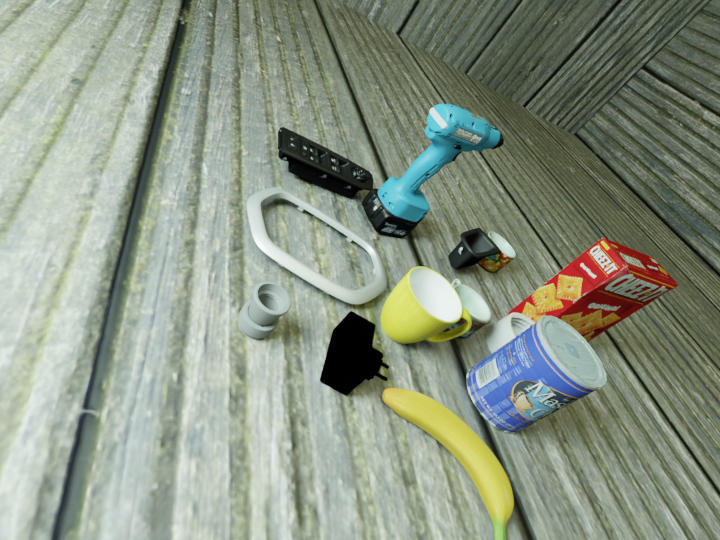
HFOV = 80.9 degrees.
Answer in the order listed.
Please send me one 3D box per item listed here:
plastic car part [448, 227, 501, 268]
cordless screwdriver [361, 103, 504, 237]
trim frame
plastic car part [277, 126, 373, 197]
[{"bbox_3d":[0.205,-0.033,0.809,0.112,0.071,0.068,-15,61,-48],"label":"plastic car part"},{"bbox_3d":[0.125,-0.164,0.739,0.151,0.250,0.078,7,47,-37],"label":"cordless screwdriver"},{"bbox_3d":[-0.062,-0.041,0.639,0.244,0.027,0.187,29,36,-9],"label":"trim frame"},{"bbox_3d":[-0.065,-0.180,0.760,0.194,0.067,0.069,16,41,-26],"label":"plastic car part"}]
